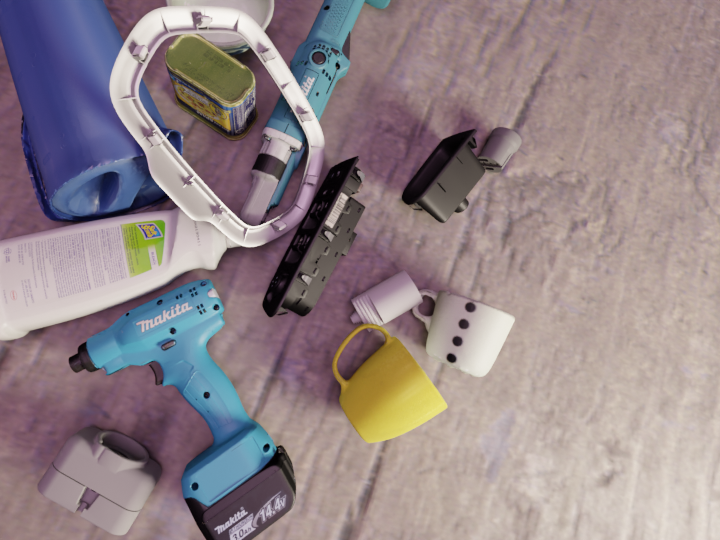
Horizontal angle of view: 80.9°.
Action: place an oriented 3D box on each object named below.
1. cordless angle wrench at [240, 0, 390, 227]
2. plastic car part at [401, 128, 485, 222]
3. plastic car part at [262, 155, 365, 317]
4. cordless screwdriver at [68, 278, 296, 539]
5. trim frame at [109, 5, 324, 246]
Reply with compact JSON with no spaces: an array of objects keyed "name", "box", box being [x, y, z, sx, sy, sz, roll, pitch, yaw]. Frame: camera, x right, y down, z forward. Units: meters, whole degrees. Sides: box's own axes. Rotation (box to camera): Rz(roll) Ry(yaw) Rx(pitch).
[{"name":"cordless angle wrench","box":[-0.052,-0.247,0.520,0.097,0.075,0.424,23,80,-7]},{"name":"plastic car part","box":[0.109,-0.107,0.527,0.069,0.068,0.116,38,80,-18]},{"name":"plastic car part","box":[-0.048,-0.031,0.490,0.064,0.069,0.203,38,74,-30]},{"name":"cordless screwdriver","box":[-0.177,0.149,0.430,0.157,0.074,0.252,-27,82,-12]},{"name":"trim frame","box":[-0.122,-0.134,0.420,0.183,0.029,0.236,-49,131,-18]}]
